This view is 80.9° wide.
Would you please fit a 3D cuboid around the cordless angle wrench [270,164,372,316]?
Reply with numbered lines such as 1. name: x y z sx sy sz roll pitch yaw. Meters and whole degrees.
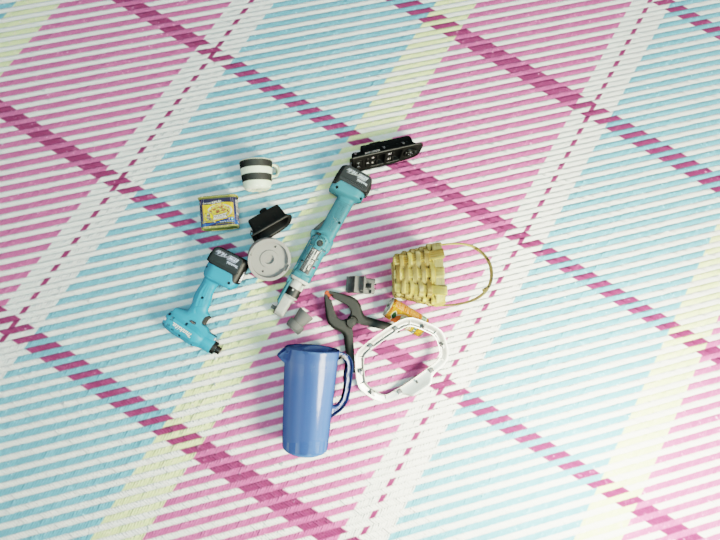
1. cordless angle wrench: -0.107 -0.070 1.090 0.098 0.074 0.423 29 83 0

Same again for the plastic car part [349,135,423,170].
1. plastic car part: 0.065 -0.320 1.143 0.202 0.064 0.069 -11 58 -3

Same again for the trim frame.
1. trim frame: 0.101 0.224 1.043 0.249 0.028 0.180 -35 101 1

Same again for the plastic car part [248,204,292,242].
1. plastic car part: -0.244 -0.128 1.100 0.115 0.064 0.073 -36 73 -11

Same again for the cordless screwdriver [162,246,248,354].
1. cordless screwdriver: -0.361 0.074 1.054 0.160 0.074 0.249 32 85 1
